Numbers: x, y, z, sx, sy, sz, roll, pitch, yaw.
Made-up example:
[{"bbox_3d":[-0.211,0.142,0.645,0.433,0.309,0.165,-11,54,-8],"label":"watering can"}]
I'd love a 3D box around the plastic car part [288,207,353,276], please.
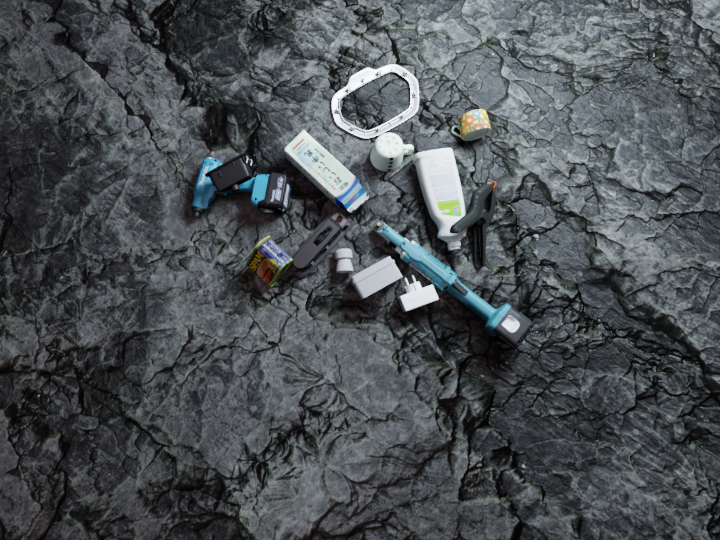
[{"bbox_3d":[-0.103,-0.067,1.053,0.067,0.067,0.203,42,87,0],"label":"plastic car part"}]

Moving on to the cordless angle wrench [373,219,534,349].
[{"bbox_3d":[0.198,0.017,1.005,0.435,0.095,0.074,40,83,14],"label":"cordless angle wrench"}]

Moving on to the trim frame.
[{"bbox_3d":[0.041,-0.459,1.137,0.248,0.027,0.188,-29,77,0],"label":"trim frame"}]

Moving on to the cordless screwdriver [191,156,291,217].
[{"bbox_3d":[-0.310,-0.193,1.086,0.254,0.072,0.160,13,81,10],"label":"cordless screwdriver"}]

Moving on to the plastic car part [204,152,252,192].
[{"bbox_3d":[-0.312,-0.230,1.036,0.117,0.065,0.071,-29,89,6],"label":"plastic car part"}]
